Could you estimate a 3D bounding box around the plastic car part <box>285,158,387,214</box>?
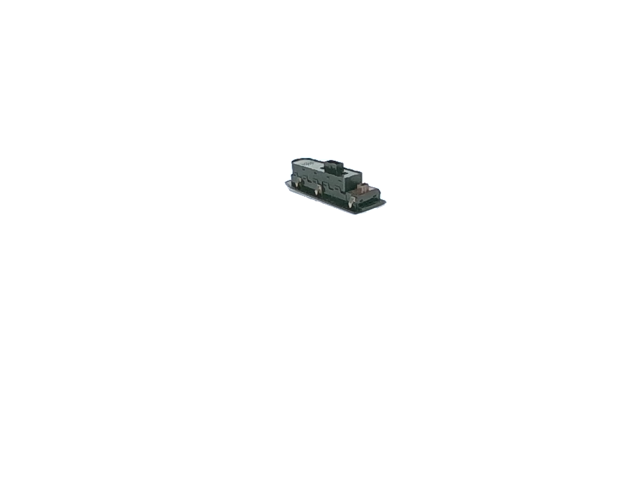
[{"bbox_3d":[0.011,-0.096,0.690,0.066,0.067,0.204,-30,31,-29],"label":"plastic car part"}]
